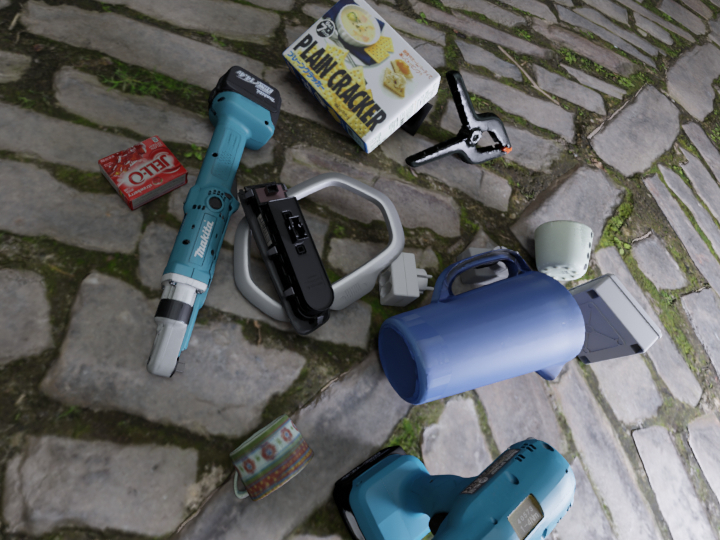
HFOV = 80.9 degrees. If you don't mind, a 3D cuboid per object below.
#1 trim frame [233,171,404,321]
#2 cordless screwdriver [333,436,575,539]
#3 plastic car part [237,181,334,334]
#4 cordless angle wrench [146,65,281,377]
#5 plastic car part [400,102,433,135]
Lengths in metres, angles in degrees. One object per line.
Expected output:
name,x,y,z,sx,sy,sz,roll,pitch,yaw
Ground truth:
trim frame,-0.057,-0.037,0.579,0.245,0.027,0.189,-32,74,-17
cordless screwdriver,0.048,0.220,0.378,0.154,0.251,0.076,-21,77,-34
plastic car part,-0.082,-0.025,0.523,0.064,0.069,0.206,-13,79,-41
cordless angle wrench,-0.196,-0.079,0.552,0.093,0.076,0.430,23,61,-29
plastic car part,0.072,-0.313,0.774,0.117,0.066,0.070,34,43,3
